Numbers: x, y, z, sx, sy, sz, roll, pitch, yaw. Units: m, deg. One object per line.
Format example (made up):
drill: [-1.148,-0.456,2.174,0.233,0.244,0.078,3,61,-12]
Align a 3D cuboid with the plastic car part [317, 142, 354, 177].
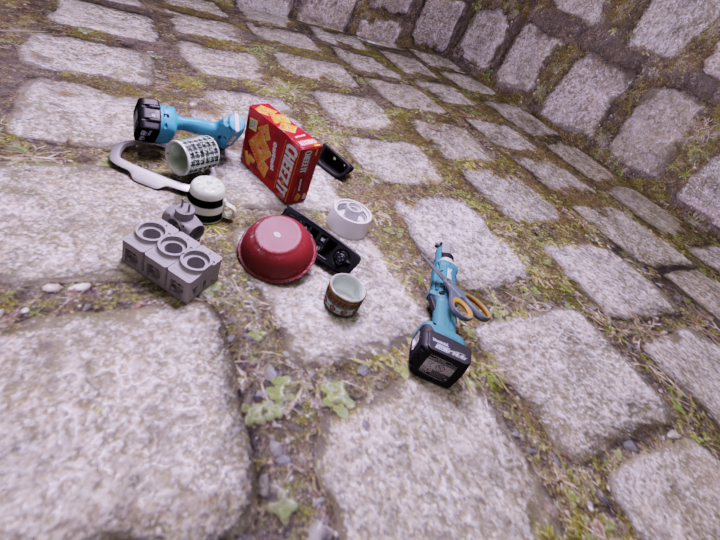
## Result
plastic car part: [-0.068,-0.317,1.249,0.120,0.066,0.069,41,26,17]

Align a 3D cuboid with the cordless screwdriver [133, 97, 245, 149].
cordless screwdriver: [-0.422,-0.344,1.037,0.239,0.164,0.075,-2,85,-30]

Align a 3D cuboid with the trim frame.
trim frame: [-0.460,-0.250,0.998,0.247,0.027,0.187,21,36,-4]

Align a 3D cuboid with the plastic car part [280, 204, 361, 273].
plastic car part: [-0.090,-0.059,0.922,0.210,0.066,0.065,34,-2,18]

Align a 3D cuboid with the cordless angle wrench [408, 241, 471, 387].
cordless angle wrench: [0.177,0.055,0.910,0.098,0.074,0.426,23,35,-2]
